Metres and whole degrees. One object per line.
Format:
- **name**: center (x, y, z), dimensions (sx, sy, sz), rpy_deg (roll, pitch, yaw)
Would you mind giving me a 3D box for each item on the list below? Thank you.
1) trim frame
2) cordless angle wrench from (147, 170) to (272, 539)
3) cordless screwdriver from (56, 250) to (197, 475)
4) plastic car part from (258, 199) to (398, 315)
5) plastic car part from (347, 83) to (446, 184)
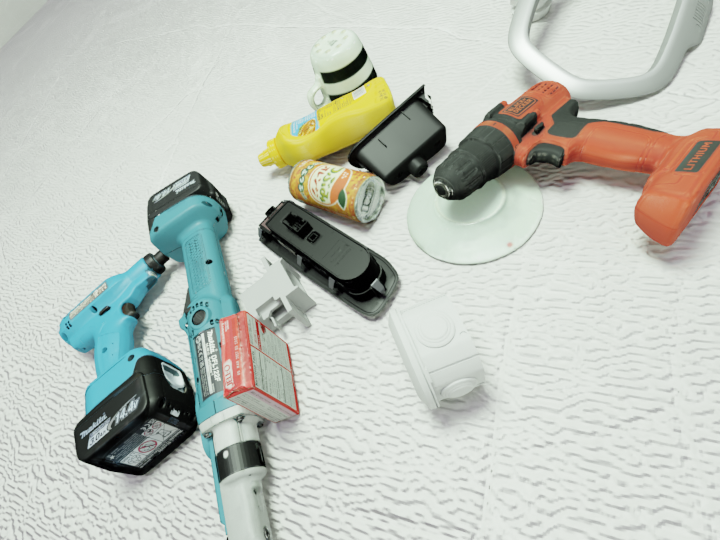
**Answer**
- **trim frame**: center (0.269, -0.287, 0.455), dimensions (0.191, 0.026, 0.249), rpy_deg (19, 77, 19)
- **cordless angle wrench**: center (-0.158, 0.059, 0.449), dimensions (0.098, 0.070, 0.444), rpy_deg (-31, 53, 5)
- **cordless screwdriver**: center (-0.254, 0.083, 0.479), dimensions (0.159, 0.070, 0.263), rpy_deg (-44, 48, -6)
- **plastic car part**: center (-0.045, -0.029, 0.457), dimensions (0.066, 0.064, 0.214), rpy_deg (-44, 53, -15)
- **plastic car part**: center (0.052, -0.140, 0.484), dimensions (0.116, 0.063, 0.074), rpy_deg (-43, 65, -1)
